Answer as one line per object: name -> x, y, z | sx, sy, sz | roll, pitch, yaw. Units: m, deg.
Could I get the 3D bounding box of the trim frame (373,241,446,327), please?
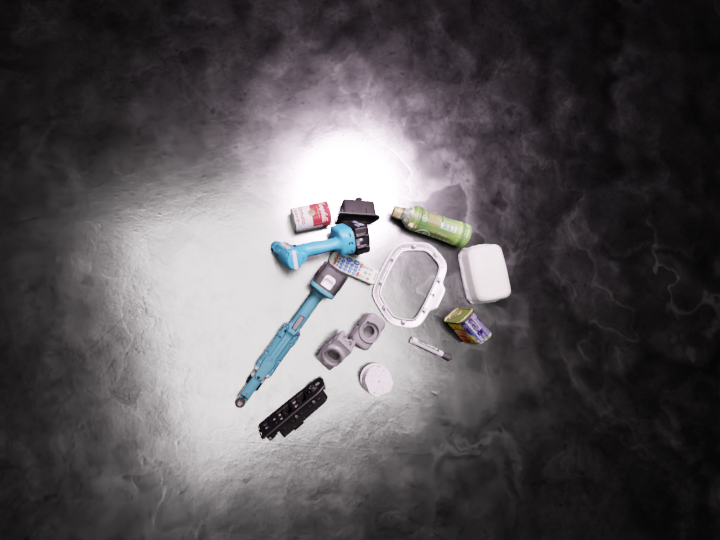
trim frame -> 0.142, 0.035, 1.169 | 0.183, 0.027, 0.249 | 29, 77, -3

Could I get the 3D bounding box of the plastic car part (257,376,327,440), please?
plastic car part -> -0.159, 0.355, 1.063 | 0.202, 0.068, 0.066 | -42, 101, -11

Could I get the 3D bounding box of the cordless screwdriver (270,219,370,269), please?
cordless screwdriver -> -0.109, -0.071, 1.112 | 0.242, 0.167, 0.072 | -17, 113, -23

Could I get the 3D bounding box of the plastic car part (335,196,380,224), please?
plastic car part -> -0.010, -0.169, 1.170 | 0.114, 0.065, 0.073 | -2, 69, -12

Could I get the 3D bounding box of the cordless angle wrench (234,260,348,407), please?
cordless angle wrench -> -0.186, 0.167, 1.082 | 0.074, 0.098, 0.422 | 36, 83, -5
